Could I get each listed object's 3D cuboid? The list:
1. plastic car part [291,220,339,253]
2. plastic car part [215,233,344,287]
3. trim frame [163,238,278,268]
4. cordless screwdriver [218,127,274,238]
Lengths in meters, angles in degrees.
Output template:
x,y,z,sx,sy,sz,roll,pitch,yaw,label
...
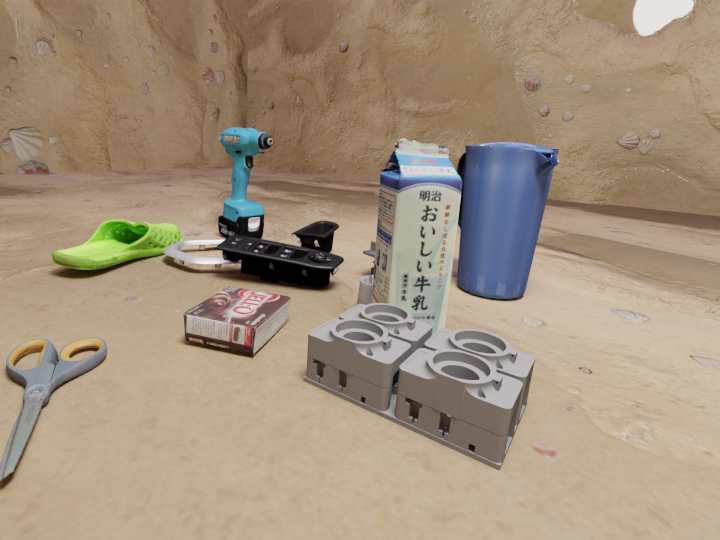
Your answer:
x,y,z,sx,sy,sz,roll,pitch,yaw,label
-0.080,-0.053,0.823,0.068,0.070,0.114,9,17,17,plastic car part
-0.130,-0.011,0.687,0.207,0.066,0.066,7,16,12,plastic car part
-0.248,-0.036,0.815,0.240,0.027,0.193,-5,19,-24,trim frame
-0.250,-0.188,0.938,0.168,0.245,0.071,17,19,41,cordless screwdriver
